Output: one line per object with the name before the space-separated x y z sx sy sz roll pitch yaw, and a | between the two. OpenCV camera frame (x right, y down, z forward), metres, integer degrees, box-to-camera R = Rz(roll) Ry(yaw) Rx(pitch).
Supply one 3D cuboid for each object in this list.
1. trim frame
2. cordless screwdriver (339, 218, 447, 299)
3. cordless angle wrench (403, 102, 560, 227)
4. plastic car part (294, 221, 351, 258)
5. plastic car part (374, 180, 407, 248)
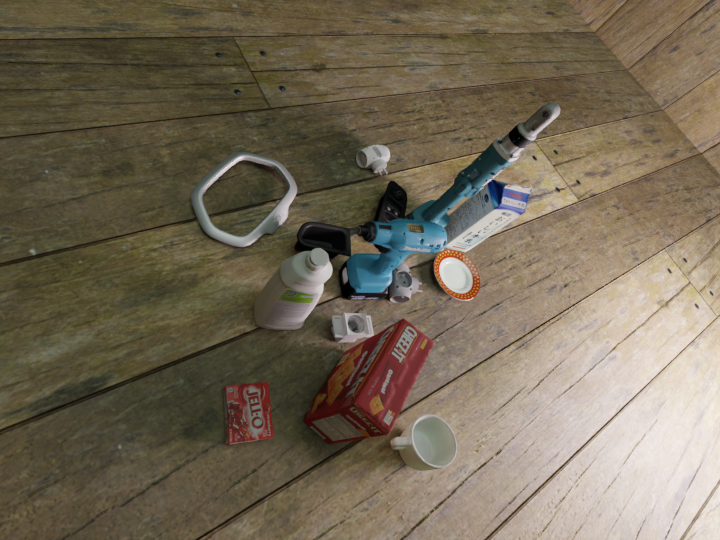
trim frame | -0.238 -0.154 0.886 0.184 0.028 0.248 35 55 -2
cordless screwdriver | 0.026 -0.020 0.789 0.153 0.251 0.076 5 64 -25
cordless angle wrench | 0.223 -0.180 0.857 0.095 0.426 0.075 -30 82 -35
plastic car part | -0.085 -0.056 0.871 0.113 0.071 0.068 9 61 -20
plastic car part | 0.063 -0.121 0.974 0.065 0.067 0.205 26 56 -12
